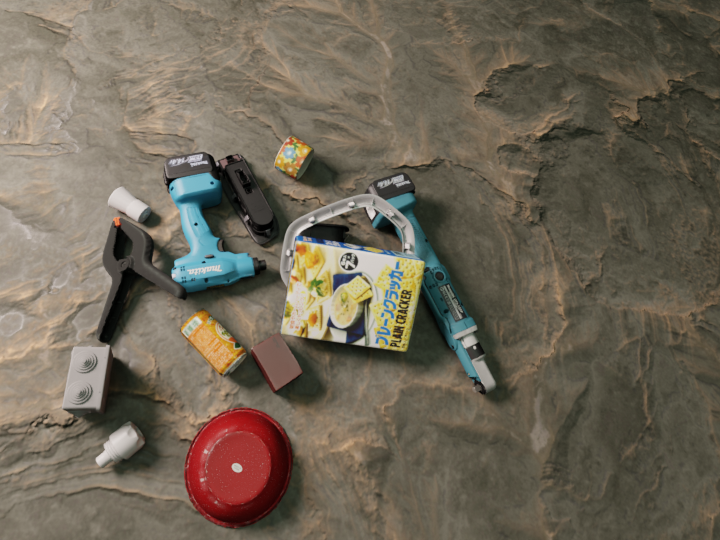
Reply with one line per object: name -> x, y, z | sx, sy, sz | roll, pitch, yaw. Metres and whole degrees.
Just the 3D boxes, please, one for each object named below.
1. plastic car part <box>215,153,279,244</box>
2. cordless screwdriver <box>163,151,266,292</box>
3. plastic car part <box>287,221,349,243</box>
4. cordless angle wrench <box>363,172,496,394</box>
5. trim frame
plastic car part -> -0.213, -0.147, 0.806 | 0.064, 0.067, 0.208 | -22, 74, -27
cordless screwdriver -> -0.268, -0.090, 0.765 | 0.156, 0.074, 0.255 | -10, 72, -15
plastic car part -> -0.077, -0.050, 0.787 | 0.114, 0.067, 0.071 | 5, 81, -11
cordless angle wrench -> 0.133, 0.018, 0.782 | 0.096, 0.074, 0.434 | -20, 73, -18
trim frame -> -0.023, -0.030, 0.748 | 0.248, 0.028, 0.182 | -20, 97, -2
